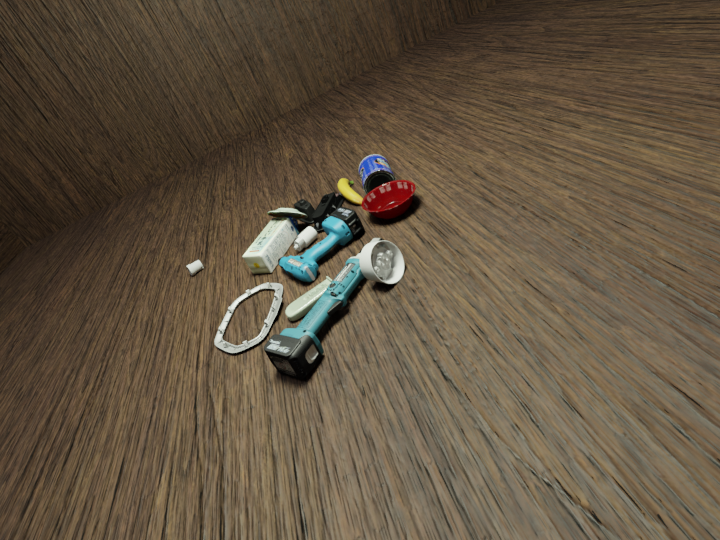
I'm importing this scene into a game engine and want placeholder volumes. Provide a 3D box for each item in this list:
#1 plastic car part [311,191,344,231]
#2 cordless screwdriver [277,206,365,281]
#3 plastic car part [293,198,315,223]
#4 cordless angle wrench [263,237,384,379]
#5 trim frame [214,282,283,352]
[{"bbox_3d":[-0.109,-0.200,1.368,0.068,0.064,0.205,-3,42,21],"label":"plastic car part"},{"bbox_3d":[-0.117,-0.076,1.193,0.247,0.071,0.168,-46,36,-20],"label":"cordless screwdriver"},{"bbox_3d":[-0.185,-0.207,1.421,0.065,0.068,0.123,-38,31,-15],"label":"plastic car part"},{"bbox_3d":[-0.054,0.056,0.971,0.103,0.071,0.420,2,41,38],"label":"cordless angle wrench"},{"bbox_3d":[-0.284,0.114,1.094,0.189,0.026,0.253,-14,34,19],"label":"trim frame"}]
